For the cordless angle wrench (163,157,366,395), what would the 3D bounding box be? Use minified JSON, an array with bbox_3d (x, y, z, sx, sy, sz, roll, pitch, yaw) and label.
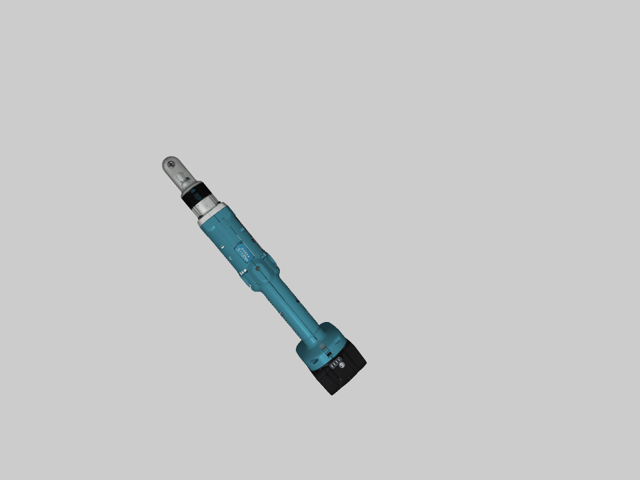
[{"bbox_3d":[-0.094,0.046,0.641,0.074,0.423,0.098,-40,6,-11],"label":"cordless angle wrench"}]
